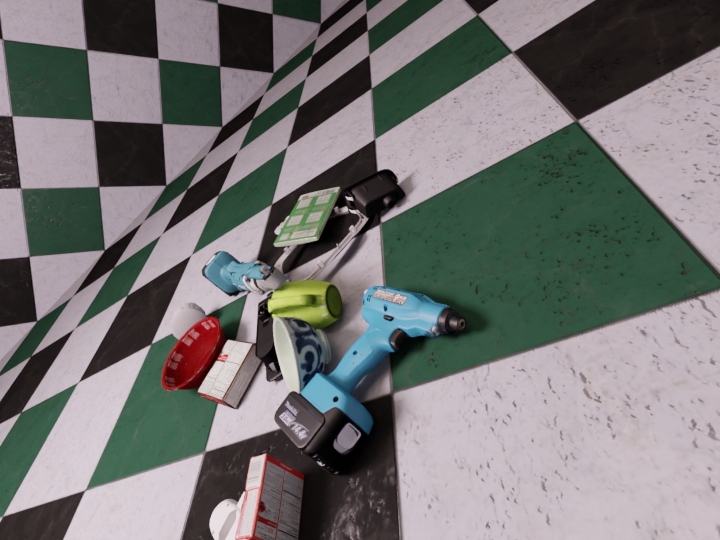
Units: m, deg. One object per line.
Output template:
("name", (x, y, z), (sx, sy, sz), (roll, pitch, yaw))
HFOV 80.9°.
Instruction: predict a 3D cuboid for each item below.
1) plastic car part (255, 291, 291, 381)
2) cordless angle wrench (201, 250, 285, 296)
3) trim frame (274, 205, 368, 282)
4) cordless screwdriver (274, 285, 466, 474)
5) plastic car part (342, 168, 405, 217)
("plastic car part", (-0.154, 0.100, 0.755), (0.067, 0.064, 0.211), (-28, 38, 9))
("cordless angle wrench", (-0.225, 0.010, 0.819), (0.074, 0.094, 0.439), (-54, 23, -17))
("trim frame", (-0.084, -0.055, 0.856), (0.247, 0.026, 0.194), (-47, 34, -19))
("cordless screwdriver", (0.015, 0.129, 0.535), (0.167, 0.071, 0.248), (10, 56, 51))
("plastic car part", (0.035, -0.143, 0.811), (0.116, 0.063, 0.075), (-27, 50, -6))
